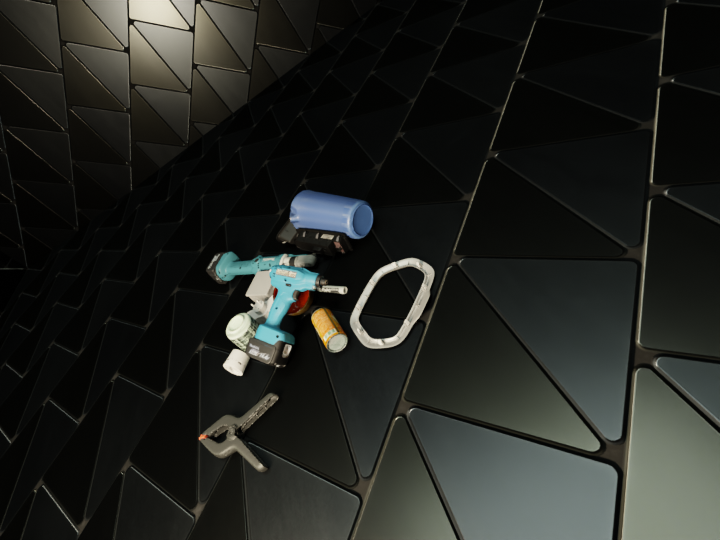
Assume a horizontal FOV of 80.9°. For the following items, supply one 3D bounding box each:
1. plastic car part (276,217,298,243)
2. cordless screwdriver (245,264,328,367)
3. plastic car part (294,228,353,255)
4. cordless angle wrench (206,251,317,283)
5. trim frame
[{"bbox_3d":[-0.208,-0.127,1.368,0.075,0.062,0.116,25,73,34],"label":"plastic car part"},{"bbox_3d":[-0.179,0.111,1.045,0.166,0.070,0.251,7,74,27],"label":"cordless screwdriver"},{"bbox_3d":[-0.120,-0.078,1.227,0.214,0.063,0.067,16,65,42],"label":"plastic car part"},{"bbox_3d":[-0.314,-0.017,1.336,0.442,0.070,0.099,-3,49,34],"label":"cordless angle wrench"},{"bbox_3d":[0.072,0.068,0.975,0.194,0.026,0.248,8,57,42],"label":"trim frame"}]
